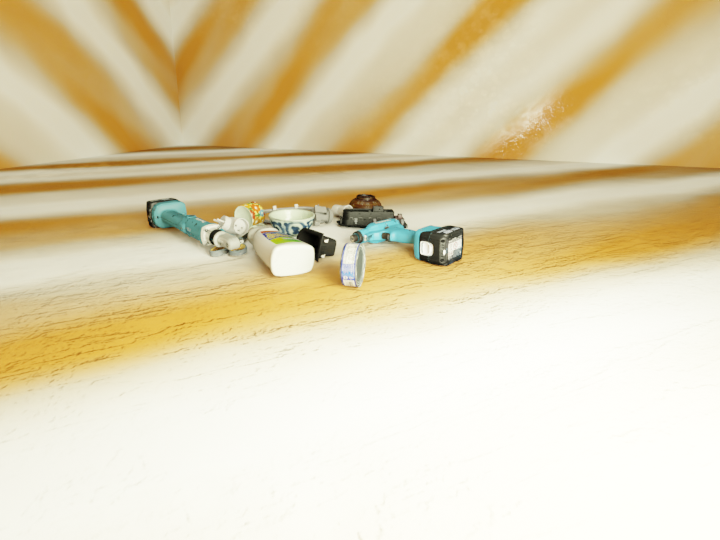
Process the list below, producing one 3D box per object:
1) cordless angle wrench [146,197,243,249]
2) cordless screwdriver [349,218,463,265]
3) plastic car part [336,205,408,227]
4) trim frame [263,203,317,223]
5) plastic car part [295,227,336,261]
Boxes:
[{"bbox_3d":[-0.436,-0.117,1.097,0.094,0.073,0.448,-18,28,-41],"label":"cordless angle wrench"},{"bbox_3d":[0.105,-0.073,1.003,0.153,0.073,0.263,-17,24,-37],"label":"cordless screwdriver"},{"bbox_3d":[0.032,-0.152,1.221,0.203,0.065,0.068,-3,27,-1],"label":"plastic car part"},{"bbox_3d":[-0.215,-0.179,1.328,0.241,0.027,0.193,-6,23,-20],"label":"trim frame"},{"bbox_3d":[-0.098,-0.064,1.007,0.068,0.065,0.123,6,12,-33],"label":"plastic car part"}]
